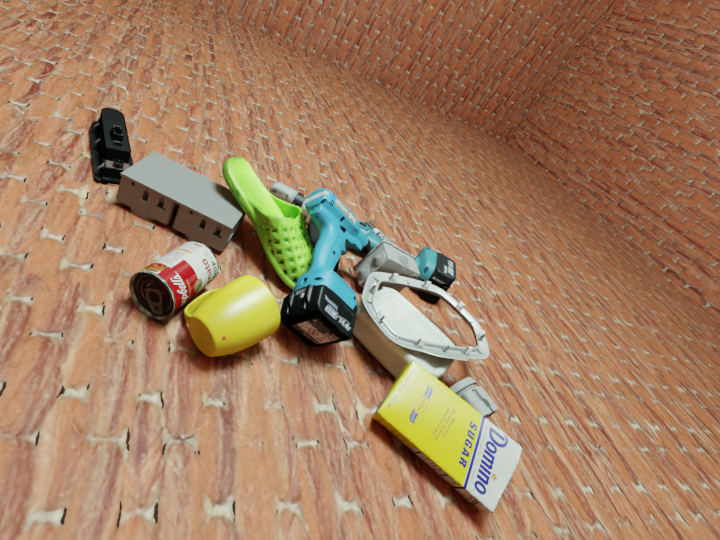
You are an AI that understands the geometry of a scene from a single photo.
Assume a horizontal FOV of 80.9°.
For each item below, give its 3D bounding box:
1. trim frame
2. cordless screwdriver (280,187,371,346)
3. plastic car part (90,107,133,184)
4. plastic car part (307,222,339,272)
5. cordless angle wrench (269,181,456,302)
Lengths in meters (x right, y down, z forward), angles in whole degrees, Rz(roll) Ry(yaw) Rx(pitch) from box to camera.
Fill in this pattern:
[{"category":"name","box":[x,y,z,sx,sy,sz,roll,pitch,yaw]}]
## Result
[{"category":"trim frame","box":[0.110,0.073,0.693,0.238,0.027,0.192,15,35,-28]},{"category":"cordless screwdriver","box":[-0.039,0.001,0.677,0.151,0.077,0.255,42,40,-37]},{"category":"plastic car part","box":[-0.444,-0.232,0.756,0.063,0.066,0.214,-3,41,-34]},{"category":"plastic car part","box":[-0.079,-0.052,0.809,0.070,0.065,0.121,6,40,-12]},{"category":"cordless angle wrench","box":[-0.005,-0.076,0.891,0.425,0.074,0.098,29,31,2]}]
